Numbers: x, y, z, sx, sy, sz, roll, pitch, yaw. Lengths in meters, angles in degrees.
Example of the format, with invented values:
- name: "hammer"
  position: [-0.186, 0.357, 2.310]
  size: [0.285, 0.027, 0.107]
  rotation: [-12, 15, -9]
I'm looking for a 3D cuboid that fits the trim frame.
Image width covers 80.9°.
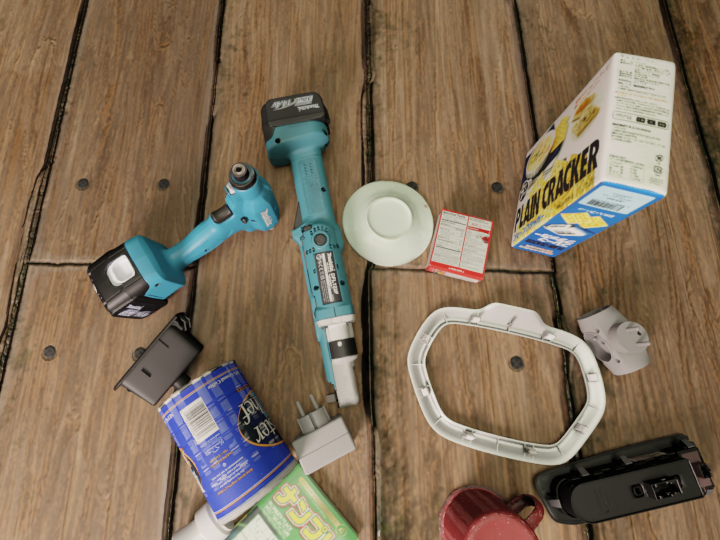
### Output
- name: "trim frame"
  position: [0.184, 0.137, 0.537]
  size: [0.252, 0.027, 0.186]
  rotation: [12, 73, 7]

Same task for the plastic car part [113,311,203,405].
- name: "plastic car part"
  position: [-0.246, 0.119, 0.542]
  size: [0.070, 0.067, 0.116]
  rotation: [36, 80, -6]

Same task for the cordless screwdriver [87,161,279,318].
- name: "cordless screwdriver"
  position: [-0.219, -0.040, 0.534]
  size: [0.247, 0.156, 0.076]
  rotation: [-34, 80, -7]

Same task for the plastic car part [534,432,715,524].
- name: "plastic car part"
  position: [0.311, 0.249, 0.485]
  size: [0.203, 0.066, 0.067]
  rotation: [-12, 83, 0]

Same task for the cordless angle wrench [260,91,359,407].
- name: "cordless angle wrench"
  position: [-0.056, -0.037, 0.575]
  size: [0.098, 0.073, 0.431]
  rotation: [-11, 76, -3]
